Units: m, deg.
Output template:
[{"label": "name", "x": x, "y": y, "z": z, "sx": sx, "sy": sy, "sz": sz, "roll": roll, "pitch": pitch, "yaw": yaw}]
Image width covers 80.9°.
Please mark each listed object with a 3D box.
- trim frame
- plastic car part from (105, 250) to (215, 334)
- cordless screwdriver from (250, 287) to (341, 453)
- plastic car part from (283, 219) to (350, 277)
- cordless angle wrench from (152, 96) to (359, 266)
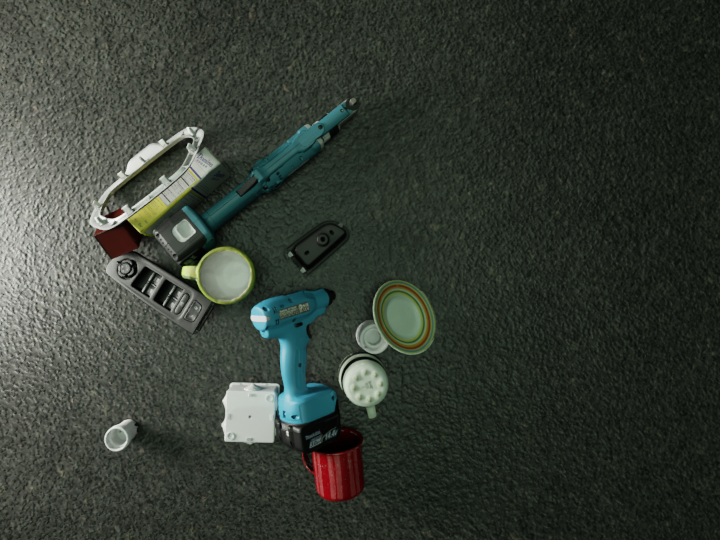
[{"label": "trim frame", "x": -0.365, "y": -0.161, "z": 0.715, "sx": 0.249, "sy": 0.026, "sz": 0.194, "roll": -38, "pitch": 43, "yaw": 4}, {"label": "plastic car part", "x": -0.342, "y": 0.028, "z": 0.732, "sx": 0.205, "sy": 0.066, "sz": 0.066, "roll": 30, "pitch": 93, "yaw": 6}, {"label": "cordless screwdriver", "x": -0.086, "y": 0.156, "z": 0.709, "sx": 0.153, "sy": 0.077, "sz": 0.248, "roll": -13, "pitch": 93, "yaw": -41}, {"label": "plastic car part", "x": -0.072, "y": -0.047, "z": 0.739, "sx": 0.116, "sy": 0.071, "sz": 0.066, "roll": -39, "pitch": 91, "yaw": -1}, {"label": "cordless angle wrench", "x": -0.164, "y": -0.169, "z": 0.745, "sx": 0.421, "sy": 0.098, "sz": 0.074, "roll": -41, "pitch": 91, "yaw": -7}]
